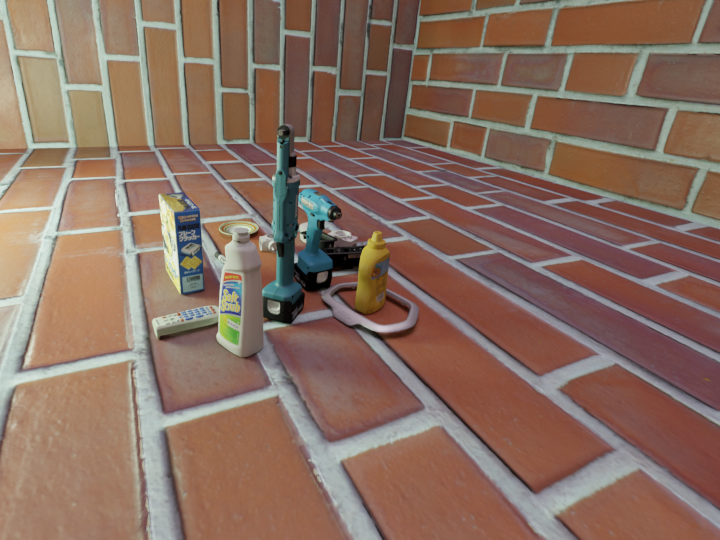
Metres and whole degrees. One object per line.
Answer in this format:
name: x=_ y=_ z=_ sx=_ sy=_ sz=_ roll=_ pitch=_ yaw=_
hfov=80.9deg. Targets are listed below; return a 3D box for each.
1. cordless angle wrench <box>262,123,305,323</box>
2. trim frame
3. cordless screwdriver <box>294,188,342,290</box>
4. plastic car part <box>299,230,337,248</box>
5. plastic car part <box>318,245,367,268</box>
cordless angle wrench: x=-0.160 y=-0.091 z=0.892 sx=0.076 sy=0.414 sz=0.097 roll=12 pitch=24 yaw=14
trim frame: x=0.021 y=0.082 z=1.000 sx=0.177 sy=0.027 sz=0.263 roll=-19 pitch=33 yaw=-39
cordless screwdriver: x=-0.102 y=-0.067 z=1.047 sx=0.072 sy=0.244 sz=0.168 roll=-10 pitch=28 yaw=-32
plastic car part: x=-0.123 y=-0.075 z=1.264 sx=0.063 sy=0.069 sz=0.123 roll=-16 pitch=31 yaw=-38
plastic car part: x=-0.055 y=-0.038 z=1.198 sx=0.201 sy=0.065 sz=0.068 roll=1 pitch=24 yaw=-5
